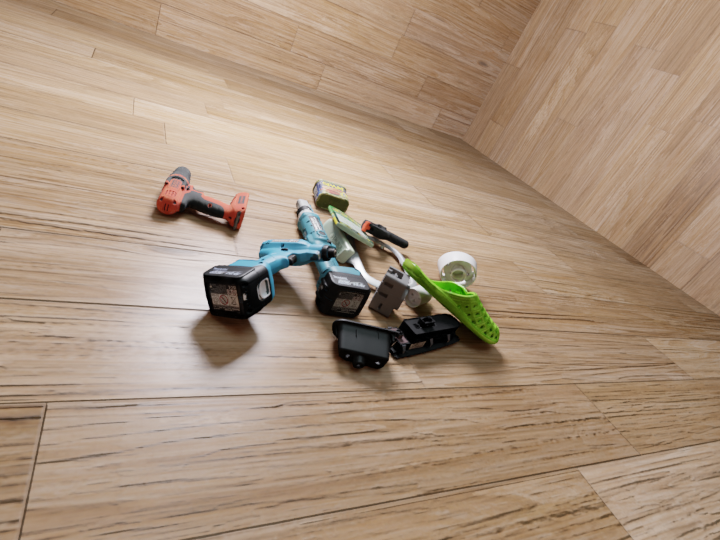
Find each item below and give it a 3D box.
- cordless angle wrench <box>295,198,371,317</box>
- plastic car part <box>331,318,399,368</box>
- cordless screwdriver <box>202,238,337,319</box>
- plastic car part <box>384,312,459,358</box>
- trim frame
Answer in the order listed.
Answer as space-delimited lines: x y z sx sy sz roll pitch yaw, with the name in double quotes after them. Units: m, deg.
-0.095 -0.062 0.969 0.094 0.074 0.444 10 29 -27 "cordless angle wrench"
0.004 0.134 0.728 0.114 0.065 0.073 13 45 -14 "plastic car part"
-0.152 0.000 0.754 0.165 0.073 0.246 1 21 20 "cordless screwdriver"
0.129 0.119 0.844 0.193 0.066 0.070 2 29 -41 "plastic car part"
0.044 -0.020 1.046 0.178 0.027 0.259 14 32 -21 "trim frame"
